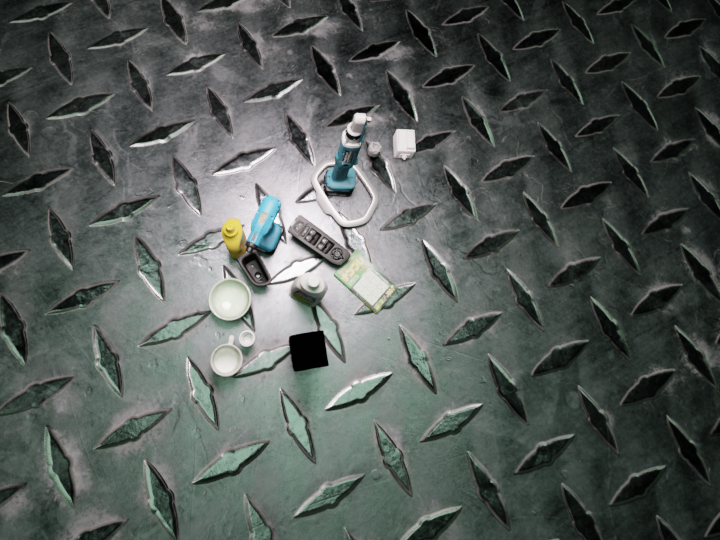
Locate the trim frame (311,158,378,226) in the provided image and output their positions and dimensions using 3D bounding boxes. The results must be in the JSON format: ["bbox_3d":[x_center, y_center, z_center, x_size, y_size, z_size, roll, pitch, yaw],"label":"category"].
[{"bbox_3d":[-0.053,-0.254,1.365,0.182,0.027,0.253,-32,80,-12],"label":"trim frame"}]

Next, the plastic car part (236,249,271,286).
[{"bbox_3d":[-0.310,0.003,1.255,0.065,0.070,0.118,-31,81,-13],"label":"plastic car part"}]

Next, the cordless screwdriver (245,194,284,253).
[{"bbox_3d":[-0.275,-0.099,1.193,0.074,0.248,0.160,23,76,-4],"label":"cordless screwdriver"}]

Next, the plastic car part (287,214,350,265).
[{"bbox_3d":[-0.127,-0.083,1.294,0.205,0.066,0.066,35,75,4],"label":"plastic car part"}]

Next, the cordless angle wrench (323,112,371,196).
[{"bbox_3d":[-0.038,-0.316,1.179,0.097,0.422,0.075,3,78,-9],"label":"cordless angle wrench"}]
